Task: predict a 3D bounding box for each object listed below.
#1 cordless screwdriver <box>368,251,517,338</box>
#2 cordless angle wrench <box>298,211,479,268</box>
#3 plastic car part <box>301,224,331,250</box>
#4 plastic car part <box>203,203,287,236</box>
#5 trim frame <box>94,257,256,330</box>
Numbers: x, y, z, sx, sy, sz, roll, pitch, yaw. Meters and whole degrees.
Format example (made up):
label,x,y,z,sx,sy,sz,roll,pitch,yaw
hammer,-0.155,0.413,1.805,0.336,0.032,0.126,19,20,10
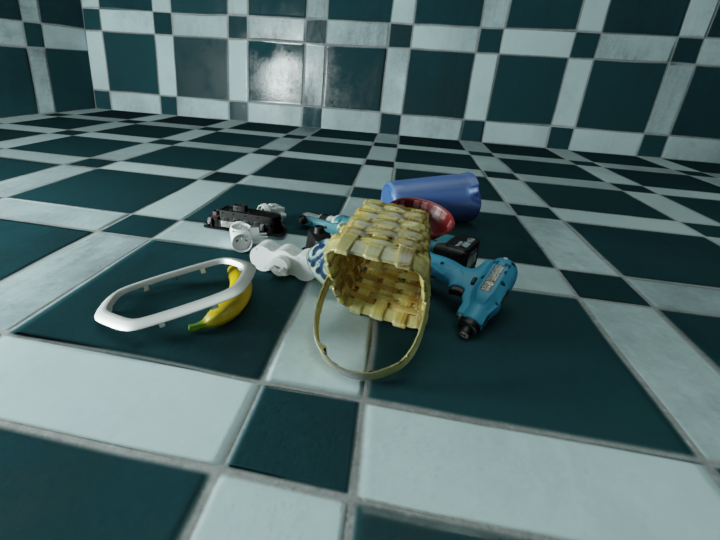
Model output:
label,x,y,z,sx,sy,sz,roll,pitch,yaw
cordless screwdriver,0.121,0.014,0.736,0.262,0.071,0.158,21,55,34
cordless angle wrench,0.036,-0.075,0.935,0.445,0.073,0.095,18,28,32
plastic car part,-0.085,-0.056,0.872,0.064,0.069,0.122,-4,29,-22
plastic car part,-0.266,-0.121,0.999,0.208,0.066,0.066,13,18,13
trim frame,-0.283,0.032,0.663,0.243,0.027,0.194,-22,29,-21
